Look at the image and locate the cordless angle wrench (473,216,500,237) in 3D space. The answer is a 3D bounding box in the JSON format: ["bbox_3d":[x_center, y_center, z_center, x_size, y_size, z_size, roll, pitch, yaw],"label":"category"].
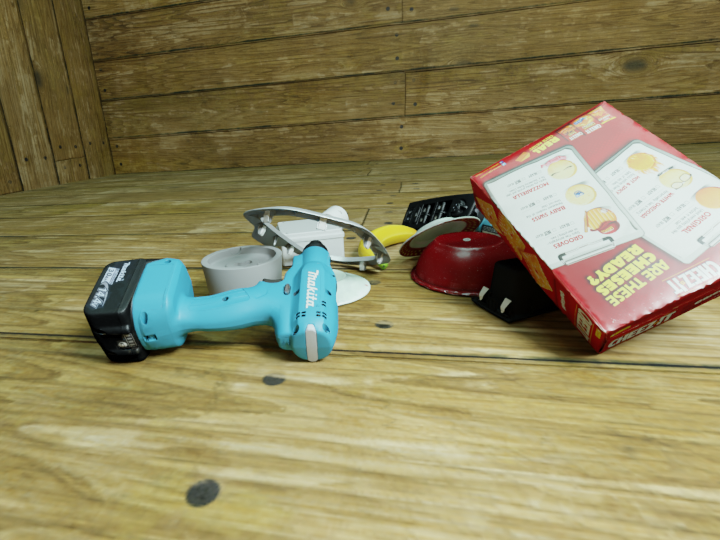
[{"bbox_3d":[0.259,-0.052,0.649,0.073,0.096,0.438,-8,15,-16],"label":"cordless angle wrench"}]

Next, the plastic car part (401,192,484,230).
[{"bbox_3d":[0.153,-0.097,0.786,0.065,0.066,0.209,32,-12,-19],"label":"plastic car part"}]

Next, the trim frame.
[{"bbox_3d":[-0.057,-0.037,0.582,0.190,0.028,0.238,9,-10,18],"label":"trim frame"}]

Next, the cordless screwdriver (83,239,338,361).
[{"bbox_3d":[-0.150,0.022,0.464,0.249,0.072,0.164,-2,39,1],"label":"cordless screwdriver"}]

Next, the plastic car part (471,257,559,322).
[{"bbox_3d":[0.200,0.009,0.495,0.114,0.069,0.069,-13,22,-17],"label":"plastic car part"}]
